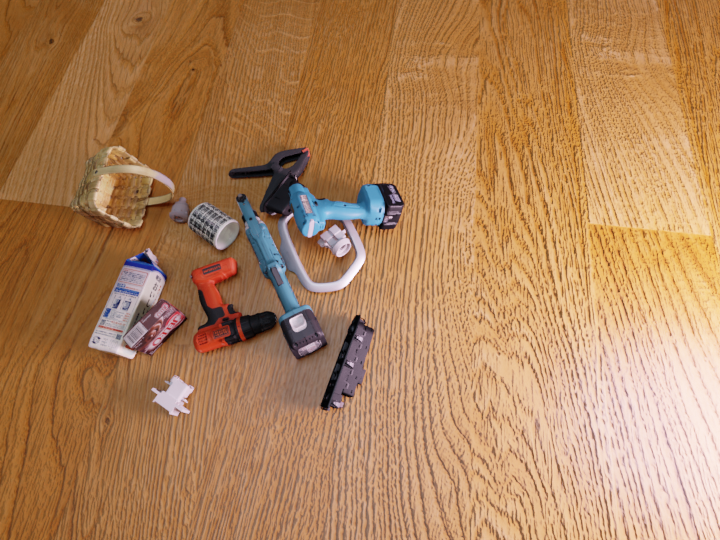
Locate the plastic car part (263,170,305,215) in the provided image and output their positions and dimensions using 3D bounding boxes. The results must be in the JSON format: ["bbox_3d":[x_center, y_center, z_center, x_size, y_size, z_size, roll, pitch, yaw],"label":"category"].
[{"bbox_3d":[-0.170,-0.171,1.014,0.074,0.063,0.116,22,67,28],"label":"plastic car part"}]

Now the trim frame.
[{"bbox_3d":[-0.097,-0.063,0.992,0.183,0.027,0.257,-24,68,-7],"label":"trim frame"}]

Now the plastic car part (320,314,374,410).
[{"bbox_3d":[-0.019,0.186,0.855,0.067,0.065,0.205,17,68,-1],"label":"plastic car part"}]

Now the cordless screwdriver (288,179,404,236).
[{"bbox_3d":[-0.039,-0.156,0.963,0.242,0.073,0.167,-8,49,-18],"label":"cordless screwdriver"}]

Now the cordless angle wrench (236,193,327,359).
[{"bbox_3d":[-0.199,-0.012,0.951,0.074,0.094,0.441,-26,62,-8],"label":"cordless angle wrench"}]
